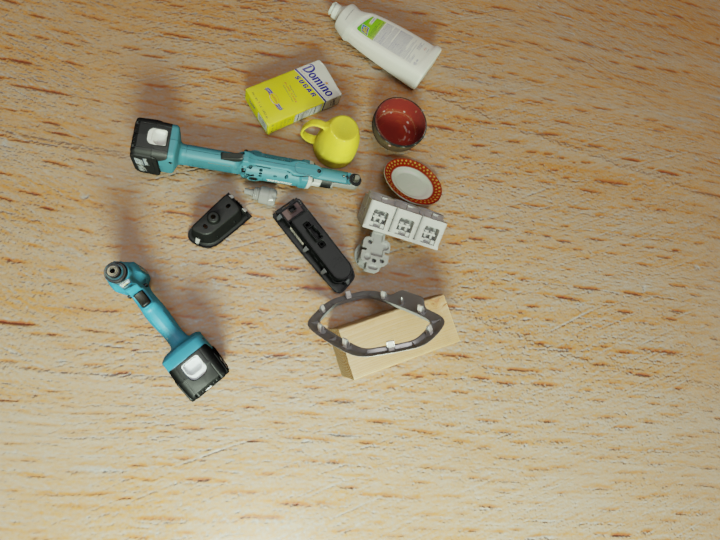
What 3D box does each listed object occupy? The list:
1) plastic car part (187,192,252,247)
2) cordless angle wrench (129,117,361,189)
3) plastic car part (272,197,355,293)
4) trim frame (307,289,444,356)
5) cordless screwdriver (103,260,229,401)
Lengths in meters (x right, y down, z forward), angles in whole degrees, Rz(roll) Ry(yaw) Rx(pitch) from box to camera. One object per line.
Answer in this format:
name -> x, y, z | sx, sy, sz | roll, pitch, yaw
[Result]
plastic car part -> -0.260, -0.093, 0.770 | 0.066, 0.071, 0.116 | 44, 70, -1
cordless angle wrench -> -0.202, -0.200, 0.802 | 0.413, 0.099, 0.075 | 7, 78, -14
plastic car part -> -0.078, -0.051, 0.802 | 0.065, 0.068, 0.203 | -37, 90, -24
trim frame -> 0.019, 0.077, 0.702 | 0.179, 0.261, 0.027 | -22, 111, -28
cordless screwdriver -> -0.314, 0.088, 0.673 | 0.073, 0.161, 0.249 | -38, 90, -18
